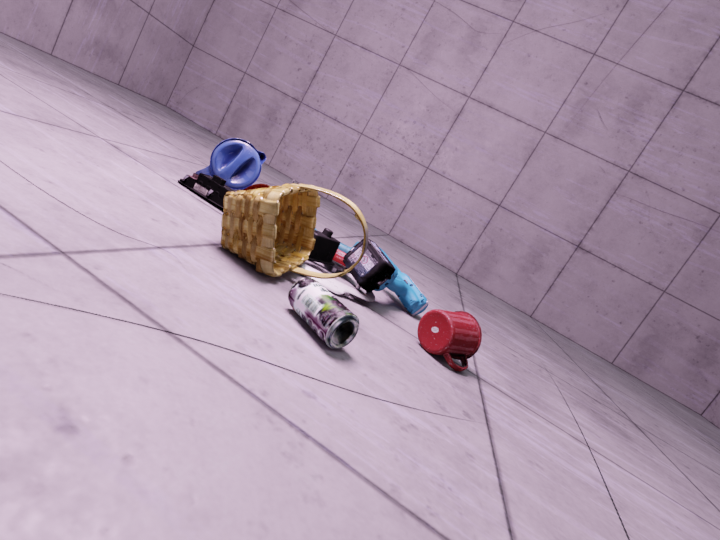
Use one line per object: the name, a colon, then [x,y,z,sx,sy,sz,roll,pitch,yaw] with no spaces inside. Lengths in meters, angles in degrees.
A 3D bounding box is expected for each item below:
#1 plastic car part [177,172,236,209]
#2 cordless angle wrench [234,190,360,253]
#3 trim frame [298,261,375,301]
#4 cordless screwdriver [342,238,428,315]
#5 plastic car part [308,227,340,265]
plastic car part: [-0.333,-0.182,1.002,0.210,0.067,0.064,35,4,18]
cordless angle wrench: [-0.150,-0.106,1.102,0.426,0.074,0.097,27,10,4]
trim frame: [-0.077,0.001,0.888,0.243,0.027,0.189,28,9,-14]
cordless screwdriver: [0.052,0.003,0.949,0.235,0.075,0.168,34,18,-51]
plastic car part: [-0.087,-0.057,0.892,0.070,0.071,0.110,38,16,34]
